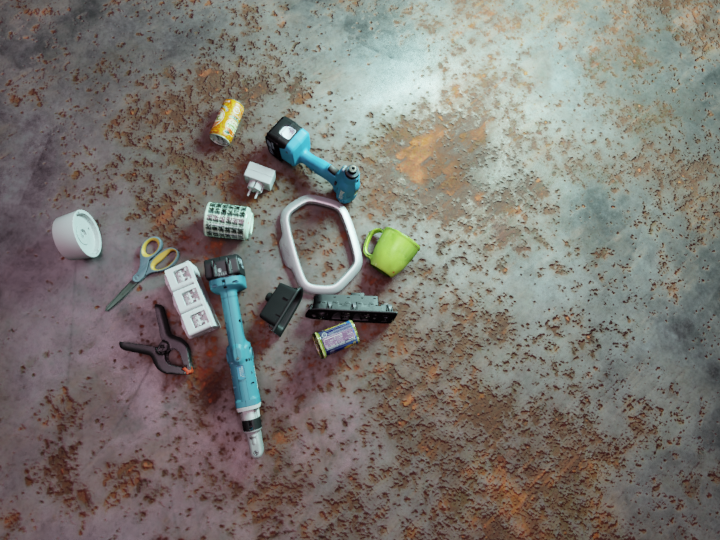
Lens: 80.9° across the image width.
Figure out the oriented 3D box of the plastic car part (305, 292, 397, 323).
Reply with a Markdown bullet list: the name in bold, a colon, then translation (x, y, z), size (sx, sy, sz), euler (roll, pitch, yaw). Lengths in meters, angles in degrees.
- **plastic car part**: translation (-0.024, 0.083, 0.954), size (0.201, 0.065, 0.069), euler (-1, 69, -5)

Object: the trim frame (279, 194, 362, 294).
- **trim frame**: translation (-0.098, -0.064, 1.003), size (0.182, 0.027, 0.252), euler (-16, 80, -8)

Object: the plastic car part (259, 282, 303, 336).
- **plastic car part**: translation (-0.184, 0.080, 0.950), size (0.073, 0.064, 0.117), euler (22, 73, 13)

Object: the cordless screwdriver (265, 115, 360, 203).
- **cordless screwdriver**: translation (-0.105, -0.261, 0.981), size (0.252, 0.158, 0.074), euler (38, 77, 5)

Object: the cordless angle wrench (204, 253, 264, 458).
- **cordless angle wrench**: translation (-0.258, 0.180, 0.904), size (0.074, 0.097, 0.428), euler (-12, 81, -6)
